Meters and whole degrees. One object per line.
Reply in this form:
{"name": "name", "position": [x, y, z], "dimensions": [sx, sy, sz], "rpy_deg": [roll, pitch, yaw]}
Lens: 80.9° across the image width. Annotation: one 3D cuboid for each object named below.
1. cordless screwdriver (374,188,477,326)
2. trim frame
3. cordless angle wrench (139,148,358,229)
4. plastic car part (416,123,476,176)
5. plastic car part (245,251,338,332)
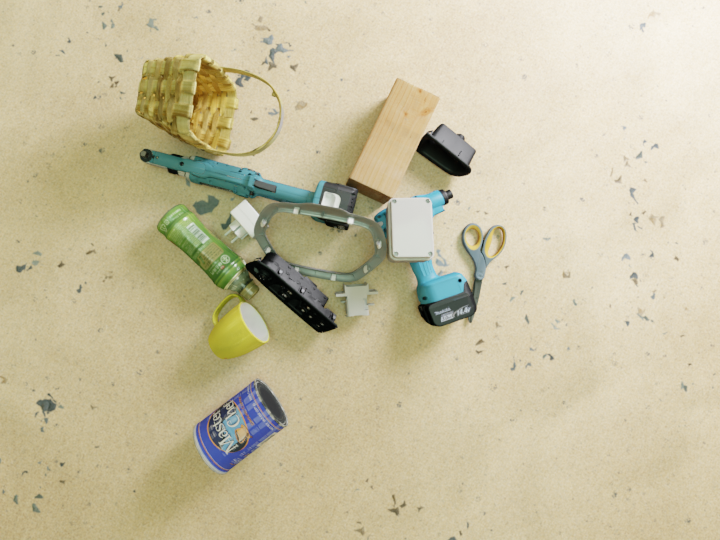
{"name": "cordless screwdriver", "position": [0.147, -0.028, 0.814], "dimensions": [0.159, 0.074, 0.251], "rpy_deg": [-24, 85, -3]}
{"name": "trim frame", "position": [-0.076, -0.050, 0.776], "dimensions": [0.250, 0.028, 0.180], "rpy_deg": [13, 131, 3]}
{"name": "cordless angle wrench", "position": [-0.218, -0.168, 0.810], "dimensions": [0.426, 0.097, 0.074], "rpy_deg": [15, 89, 4]}
{"name": "plastic car part", "position": [0.175, -0.243, 0.833], "dimensions": [0.116, 0.066, 0.071], "rpy_deg": [33, 73, -5]}
{"name": "plastic car part", "position": [-0.123, 0.034, 0.796], "dimensions": [0.197, 0.068, 0.067], "rpy_deg": [39, 61, -15]}
